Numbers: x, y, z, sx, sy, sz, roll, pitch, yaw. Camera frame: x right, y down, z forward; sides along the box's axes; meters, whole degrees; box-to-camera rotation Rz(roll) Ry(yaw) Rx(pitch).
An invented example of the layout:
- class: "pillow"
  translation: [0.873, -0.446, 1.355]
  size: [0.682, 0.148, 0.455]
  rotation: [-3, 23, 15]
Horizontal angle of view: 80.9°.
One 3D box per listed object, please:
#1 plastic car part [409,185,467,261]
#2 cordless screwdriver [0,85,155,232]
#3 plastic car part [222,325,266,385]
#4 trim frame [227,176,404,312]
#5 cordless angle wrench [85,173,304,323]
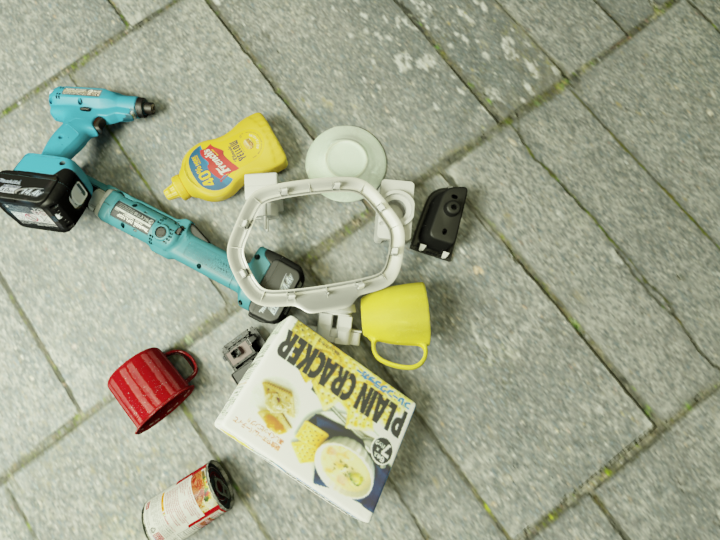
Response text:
- class: "plastic car part"
  translation: [0.127, -0.080, 0.633]
  size: [0.066, 0.071, 0.117]
  rotation: [19, 85, -1]
- class: "cordless screwdriver"
  translation: [-0.412, -0.178, 0.626]
  size: [0.159, 0.072, 0.255]
  rotation: [2, 59, 0]
- class: "plastic car part"
  translation: [-0.124, 0.182, 0.598]
  size: [0.066, 0.066, 0.204]
  rotation: [-36, 87, 1]
- class: "trim frame"
  translation: [-0.057, -0.037, 0.579]
  size: [0.244, 0.028, 0.185]
  rotation: [-8, 85, -11]
- class: "cordless angle wrench"
  translation: [-0.288, -0.053, 0.638]
  size: [0.429, 0.073, 0.098]
  rotation: [27, 81, 7]
